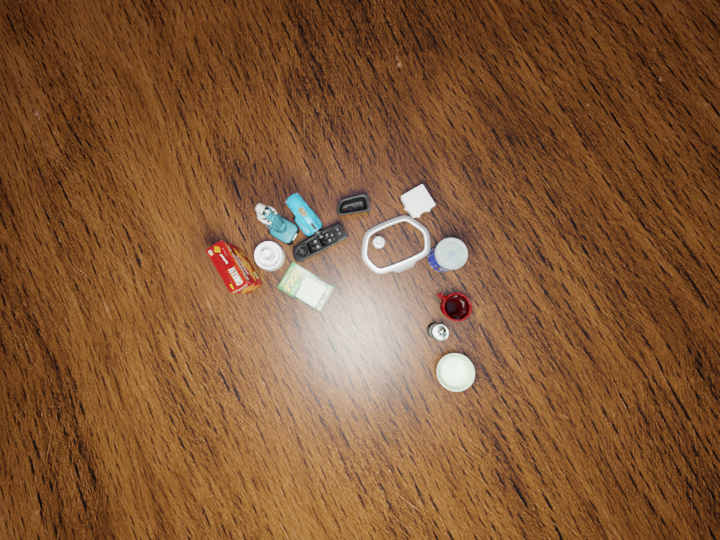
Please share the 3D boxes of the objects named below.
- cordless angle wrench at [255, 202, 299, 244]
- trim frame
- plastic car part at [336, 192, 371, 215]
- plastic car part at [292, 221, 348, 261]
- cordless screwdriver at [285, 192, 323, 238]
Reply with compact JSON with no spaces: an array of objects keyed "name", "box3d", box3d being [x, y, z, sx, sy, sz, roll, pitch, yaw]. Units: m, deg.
[{"name":"cordless angle wrench","box3d":[-0.269,-0.152,1.319,0.099,0.419,0.074,30,86,1]},{"name":"trim frame","box3d":[0.121,-0.087,1.476,0.249,0.027,0.187,-23,82,1]},{"name":"plastic car part","box3d":[-0.027,-0.224,1.484,0.117,0.070,0.067,-12,84,2]},{"name":"plastic car part","box3d":[-0.145,-0.095,1.479,0.203,0.066,0.067,-27,84,0]},{"name":"cordless screwdriver","box3d":[-0.169,-0.158,1.399,0.074,0.246,0.161,-37,86,-3]}]
